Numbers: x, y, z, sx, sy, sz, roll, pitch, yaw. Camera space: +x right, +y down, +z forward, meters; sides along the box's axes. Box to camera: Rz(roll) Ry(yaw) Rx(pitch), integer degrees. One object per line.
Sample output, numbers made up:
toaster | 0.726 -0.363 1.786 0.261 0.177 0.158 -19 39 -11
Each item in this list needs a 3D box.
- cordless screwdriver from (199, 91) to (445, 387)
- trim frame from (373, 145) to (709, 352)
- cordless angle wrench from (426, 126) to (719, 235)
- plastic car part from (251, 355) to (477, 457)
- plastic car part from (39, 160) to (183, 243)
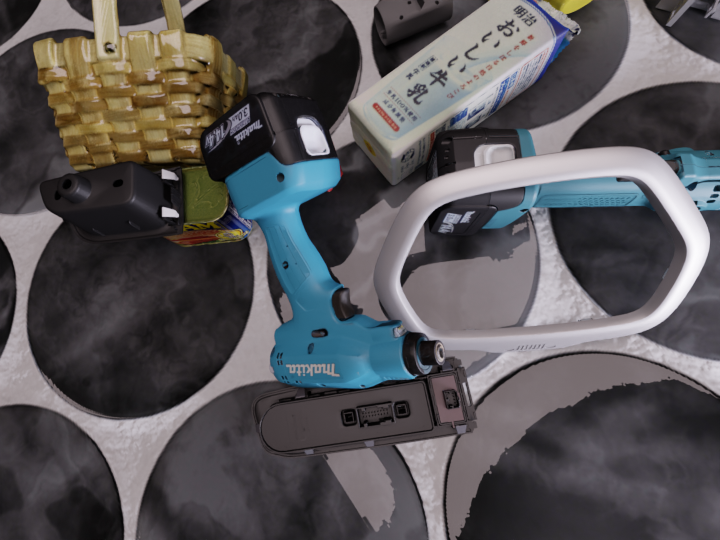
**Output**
cordless screwdriver | -0.034 -0.022 0.351 0.165 0.072 0.248 -13 94 36
trim frame | 0.135 -0.003 0.341 0.252 0.028 0.178 -8 114 11
cordless angle wrench | 0.278 -0.078 0.367 0.427 0.096 0.075 0 77 5
plastic car part | -0.003 0.128 0.373 0.206 0.065 0.067 -11 84 9
plastic car part | -0.222 -0.062 0.366 0.117 0.069 0.067 -7 76 4
